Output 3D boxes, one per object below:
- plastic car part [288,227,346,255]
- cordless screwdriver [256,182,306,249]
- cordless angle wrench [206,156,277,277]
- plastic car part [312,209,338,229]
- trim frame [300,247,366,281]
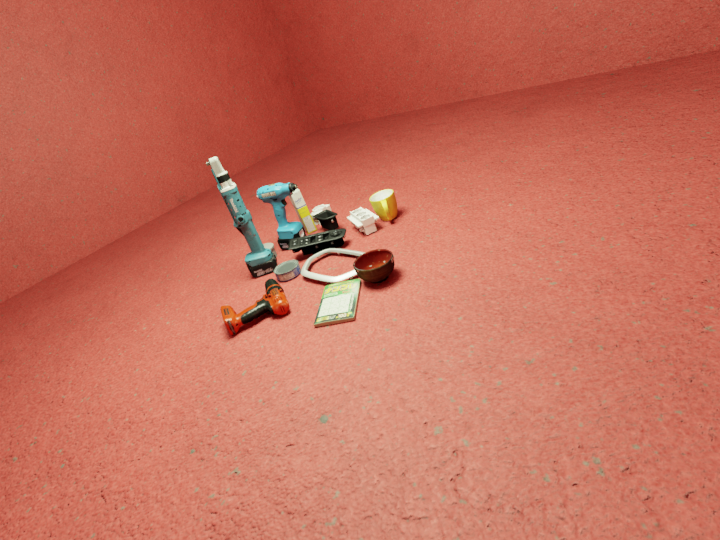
[{"bbox_3d":[-0.140,-0.092,1.434,0.206,0.065,0.068,-16,26,11],"label":"plastic car part"},{"bbox_3d":[-0.261,-0.199,1.523,0.165,0.240,0.074,-6,28,29],"label":"cordless screwdriver"},{"bbox_3d":[-0.392,-0.175,1.390,0.098,0.408,0.076,-18,24,4],"label":"cordless angle wrench"},{"bbox_3d":[-0.119,-0.180,1.574,0.065,0.068,0.122,-29,28,-17],"label":"plastic car part"},{"bbox_3d":[-0.076,-0.020,1.300,0.262,0.026,0.181,8,40,44],"label":"trim frame"}]
